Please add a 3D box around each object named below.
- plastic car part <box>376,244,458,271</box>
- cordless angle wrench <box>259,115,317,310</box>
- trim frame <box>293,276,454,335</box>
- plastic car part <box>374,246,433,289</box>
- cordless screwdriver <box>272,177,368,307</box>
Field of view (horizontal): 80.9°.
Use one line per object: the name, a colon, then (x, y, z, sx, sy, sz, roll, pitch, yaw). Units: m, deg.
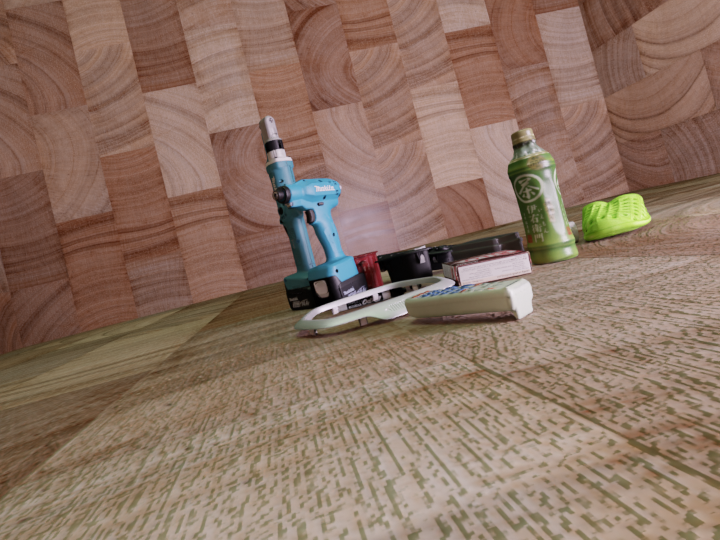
plastic car part: (0.127, -0.019, 0.964, 0.210, 0.067, 0.064, -13, 2, 27)
cordless angle wrench: (-0.152, -0.129, 0.914, 0.071, 0.423, 0.102, -13, -2, -44)
trim frame: (0.019, 0.049, 0.625, 0.243, 0.027, 0.189, -15, 4, -20)
plastic car part: (0.089, -0.001, 0.783, 0.064, 0.071, 0.120, -15, 2, -28)
cordless screwdriver: (-0.078, -0.051, 0.795, 0.077, 0.249, 0.153, -15, -1, 40)
